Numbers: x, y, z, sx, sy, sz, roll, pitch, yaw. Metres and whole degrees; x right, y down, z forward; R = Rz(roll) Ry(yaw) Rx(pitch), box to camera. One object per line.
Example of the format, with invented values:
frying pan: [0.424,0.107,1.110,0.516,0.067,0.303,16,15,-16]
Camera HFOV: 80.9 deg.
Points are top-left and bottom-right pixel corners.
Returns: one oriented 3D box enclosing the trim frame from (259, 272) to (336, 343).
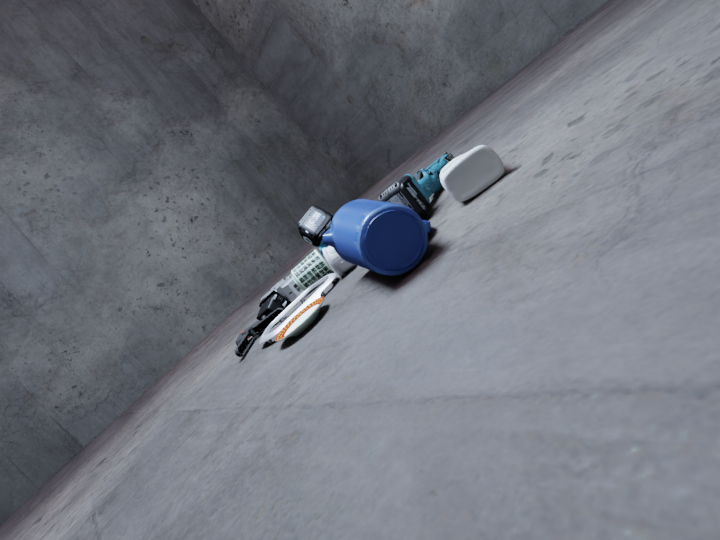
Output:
trim frame: [-0.148,0.090,1.012,0.246,0.027,0.188,-43,9,-21]

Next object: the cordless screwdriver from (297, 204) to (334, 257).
cordless screwdriver: [-0.126,-0.082,1.287,0.159,0.077,0.239,-54,-19,-10]

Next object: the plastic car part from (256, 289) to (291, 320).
plastic car part: [-0.271,0.120,1.259,0.118,0.064,0.072,-38,22,41]

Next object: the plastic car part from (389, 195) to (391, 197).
plastic car part: [0.105,-0.214,1.300,0.202,0.067,0.066,-56,-9,-54]

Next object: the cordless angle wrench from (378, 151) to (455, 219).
cordless angle wrench: [0.168,-0.219,1.024,0.076,0.097,0.417,-36,6,37]
